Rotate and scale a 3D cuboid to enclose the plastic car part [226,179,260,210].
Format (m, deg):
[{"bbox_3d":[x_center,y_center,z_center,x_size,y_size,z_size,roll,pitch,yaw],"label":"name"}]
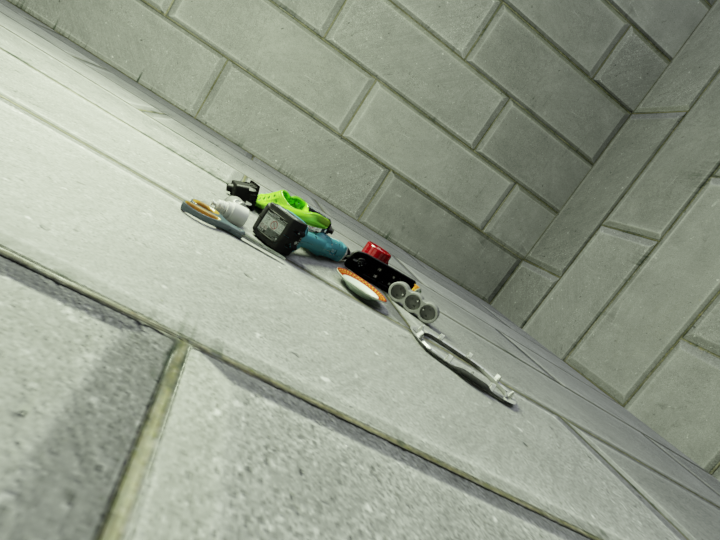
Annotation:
[{"bbox_3d":[-0.303,-0.202,1.071,0.068,0.065,0.122,12,15,-30],"label":"plastic car part"}]

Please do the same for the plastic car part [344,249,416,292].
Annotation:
[{"bbox_3d":[0.048,0.000,1.125,0.195,0.066,0.069,28,23,-21],"label":"plastic car part"}]

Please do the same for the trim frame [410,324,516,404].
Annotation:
[{"bbox_3d":[0.208,0.184,0.862,0.250,0.027,0.184,35,10,1],"label":"trim frame"}]

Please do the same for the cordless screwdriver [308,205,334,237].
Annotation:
[{"bbox_3d":[-0.135,-0.142,1.281,0.155,0.074,0.255,31,5,-16],"label":"cordless screwdriver"}]

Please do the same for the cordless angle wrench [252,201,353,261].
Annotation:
[{"bbox_3d":[-0.098,-0.064,1.001,0.102,0.074,0.405,36,7,20],"label":"cordless angle wrench"}]
